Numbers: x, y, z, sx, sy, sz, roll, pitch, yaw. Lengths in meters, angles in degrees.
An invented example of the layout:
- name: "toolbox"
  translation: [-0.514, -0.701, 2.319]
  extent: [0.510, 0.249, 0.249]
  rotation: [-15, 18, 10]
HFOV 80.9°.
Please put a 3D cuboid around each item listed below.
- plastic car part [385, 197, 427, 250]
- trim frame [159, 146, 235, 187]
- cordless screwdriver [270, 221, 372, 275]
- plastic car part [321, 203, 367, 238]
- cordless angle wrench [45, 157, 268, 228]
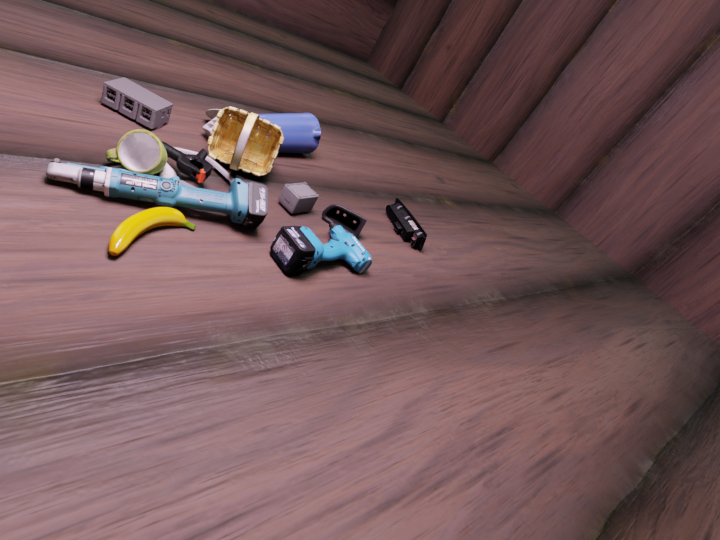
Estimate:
- name: "plastic car part"
  translation: [0.131, -0.145, 1.307]
  extent: [0.066, 0.064, 0.213]
  rotation: [-10, 46, -13]
- name: "trim frame"
  translation: [-0.392, -0.228, 1.025]
  extent: [0.257, 0.027, 0.178]
  rotation: [42, 33, 16]
- name: "cordless screwdriver"
  translation: [-0.097, -0.063, 0.990]
  extent: [0.237, 0.074, 0.167]
  rotation: [-1, 43, -46]
- name: "plastic car part"
  translation: [-0.042, -0.145, 1.168]
  extent: [0.118, 0.066, 0.070]
  rotation: [31, 16, 6]
- name: "cordless angle wrench"
  translation: [-0.403, -0.165, 0.875]
  extent: [0.406, 0.075, 0.100]
  rotation: [6, 66, -26]
